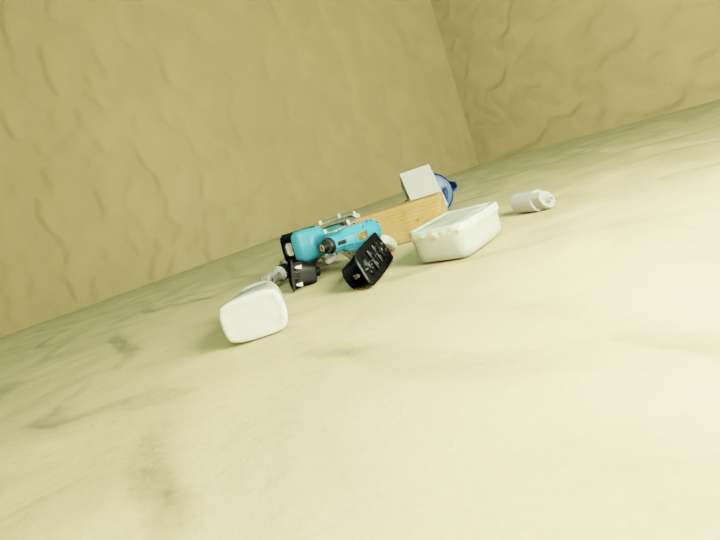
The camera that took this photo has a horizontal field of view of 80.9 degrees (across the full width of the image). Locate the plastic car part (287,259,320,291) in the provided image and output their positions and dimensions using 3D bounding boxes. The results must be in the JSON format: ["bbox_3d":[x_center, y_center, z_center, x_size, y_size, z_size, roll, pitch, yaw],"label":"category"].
[{"bbox_3d":[-0.122,0.005,0.922,0.070,0.066,0.118,-5,4,-9],"label":"plastic car part"}]

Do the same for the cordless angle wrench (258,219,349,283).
[{"bbox_3d":[-0.138,-0.045,1.152,0.101,0.073,0.415,-14,14,29],"label":"cordless angle wrench"}]

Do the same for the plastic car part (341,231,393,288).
[{"bbox_3d":[0.009,-0.016,0.776,0.068,0.066,0.202,-27,8,15],"label":"plastic car part"}]

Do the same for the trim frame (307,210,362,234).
[{"bbox_3d":[-0.085,-0.132,1.224,0.184,0.027,0.254,-23,17,-2],"label":"trim frame"}]

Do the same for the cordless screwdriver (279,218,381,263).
[{"bbox_3d":[-0.091,-0.060,0.936,0.154,0.073,0.260,-23,12,-41],"label":"cordless screwdriver"}]
